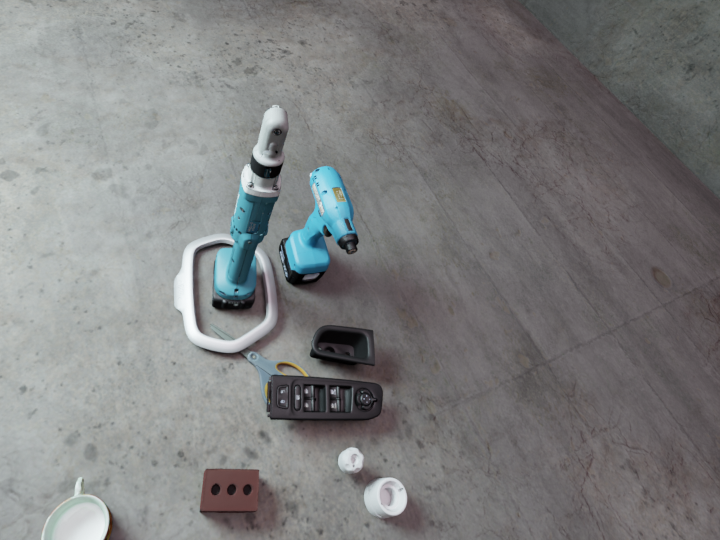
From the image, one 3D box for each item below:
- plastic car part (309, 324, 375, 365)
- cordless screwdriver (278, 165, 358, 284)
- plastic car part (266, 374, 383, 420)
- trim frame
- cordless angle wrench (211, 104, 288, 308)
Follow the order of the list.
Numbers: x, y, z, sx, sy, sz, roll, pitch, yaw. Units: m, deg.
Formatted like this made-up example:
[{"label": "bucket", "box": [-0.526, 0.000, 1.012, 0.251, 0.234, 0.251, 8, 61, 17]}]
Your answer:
[{"label": "plastic car part", "box": [-0.040, 0.140, 0.758, 0.114, 0.071, 0.068, 10, 56, -15]}, {"label": "cordless screwdriver", "box": [-0.075, -0.049, 0.762, 0.072, 0.248, 0.165, -6, 62, -27]}, {"label": "plastic car part", "box": [-0.059, 0.217, 0.701, 0.197, 0.067, 0.068, 6, 57, -17]}, {"label": "trim frame", "box": [-0.248, 0.034, 0.783, 0.178, 0.027, 0.258, -3, 58, -21]}, {"label": "cordless angle wrench", "box": [-0.167, -0.067, 0.632, 0.072, 0.422, 0.101, 5, 59, -22]}]
